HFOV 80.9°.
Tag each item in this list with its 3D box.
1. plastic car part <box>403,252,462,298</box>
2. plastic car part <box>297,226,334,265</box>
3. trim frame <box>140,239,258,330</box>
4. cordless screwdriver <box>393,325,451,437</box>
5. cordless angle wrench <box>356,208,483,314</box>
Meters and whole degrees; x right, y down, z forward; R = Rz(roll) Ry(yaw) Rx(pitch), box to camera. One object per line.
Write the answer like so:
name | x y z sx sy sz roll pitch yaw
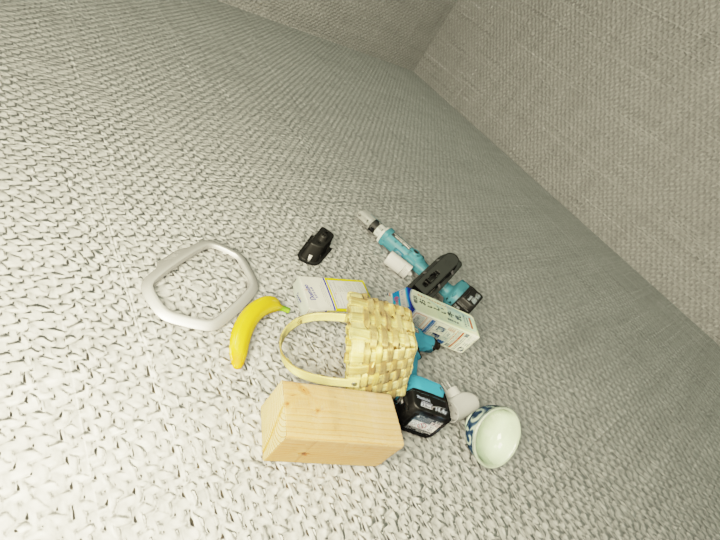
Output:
plastic car part | 0.188 0.017 1.097 0.200 0.065 0.069 -40 66 -23
plastic car part | -0.102 -0.067 1.043 0.066 0.071 0.116 33 32 -1
trim frame | -0.303 0.022 0.819 0.185 0.027 0.247 35 37 1
cordless screwdriver | 0.125 0.214 0.882 0.154 0.074 0.258 20 33 -21
cordless angle wrench | 0.147 -0.034 1.202 0.437 0.074 0.095 43 36 17
